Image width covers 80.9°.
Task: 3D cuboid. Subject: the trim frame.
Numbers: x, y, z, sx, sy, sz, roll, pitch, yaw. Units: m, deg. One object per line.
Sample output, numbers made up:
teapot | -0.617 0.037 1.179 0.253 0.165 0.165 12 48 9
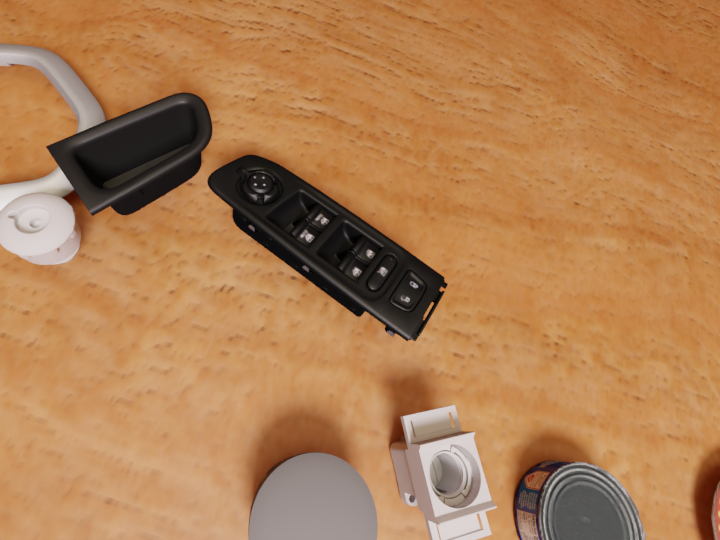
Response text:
trim frame | -0.339 -0.112 0.341 0.243 0.027 0.189 -7 69 -15

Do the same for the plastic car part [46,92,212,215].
plastic car part | -0.170 -0.086 0.343 0.114 0.071 0.067 -35 81 -24

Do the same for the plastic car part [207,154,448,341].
plastic car part | -0.034 -0.022 0.348 0.205 0.067 0.066 38 64 5
